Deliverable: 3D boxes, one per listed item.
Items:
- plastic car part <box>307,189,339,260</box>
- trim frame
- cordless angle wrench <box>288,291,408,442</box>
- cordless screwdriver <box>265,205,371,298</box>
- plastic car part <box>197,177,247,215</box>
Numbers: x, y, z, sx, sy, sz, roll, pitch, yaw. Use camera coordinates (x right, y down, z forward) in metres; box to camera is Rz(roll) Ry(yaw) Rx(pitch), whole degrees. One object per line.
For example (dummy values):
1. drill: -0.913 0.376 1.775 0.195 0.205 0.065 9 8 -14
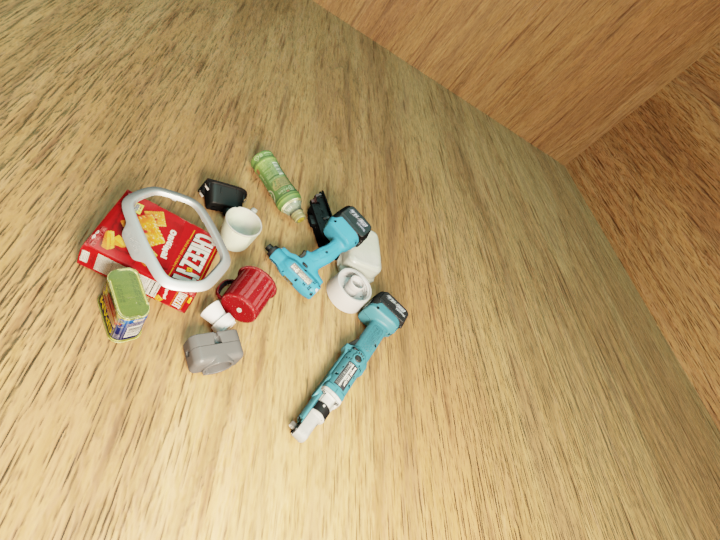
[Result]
1. plastic car part: -0.101 -0.121 1.137 0.064 0.067 0.211 -4 58 -35
2. trim frame: -0.352 -0.064 0.806 0.177 0.028 0.255 -15 67 -48
3. cordless angle wrench: -0.020 0.197 0.908 0.098 0.075 0.418 42 42 0
4. cordless screwdriver: -0.100 -0.066 1.027 0.160 0.074 0.246 43 64 3
5. plastic car part: -0.325 -0.166 1.013 0.111 0.068 0.072 14 63 -34
